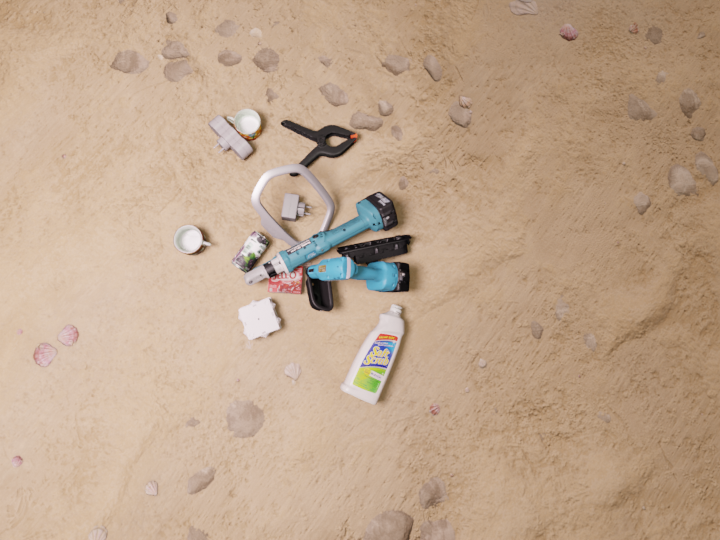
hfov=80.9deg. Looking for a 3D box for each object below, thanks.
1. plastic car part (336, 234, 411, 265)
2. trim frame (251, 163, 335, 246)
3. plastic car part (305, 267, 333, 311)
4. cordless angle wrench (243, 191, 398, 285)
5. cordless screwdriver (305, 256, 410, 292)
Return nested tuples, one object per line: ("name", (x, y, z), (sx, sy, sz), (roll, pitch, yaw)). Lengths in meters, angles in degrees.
("plastic car part", (0.043, -0.053, 1.122), (0.202, 0.067, 0.066), (-16, 96, -5))
("trim frame", (-0.169, -0.160, 1.079), (0.184, 0.029, 0.235), (-44, 128, -2))
("plastic car part", (-0.113, 0.056, 1.093), (0.064, 0.072, 0.119), (-1, 72, -25))
("cordless angle wrench", (-0.106, -0.070, 1.089), (0.420, 0.103, 0.071), (-28, 129, -7))
("cordless screwdriver", (-0.005, 0.010, 1.058), (0.236, 0.166, 0.075), (9, 80, -38))
